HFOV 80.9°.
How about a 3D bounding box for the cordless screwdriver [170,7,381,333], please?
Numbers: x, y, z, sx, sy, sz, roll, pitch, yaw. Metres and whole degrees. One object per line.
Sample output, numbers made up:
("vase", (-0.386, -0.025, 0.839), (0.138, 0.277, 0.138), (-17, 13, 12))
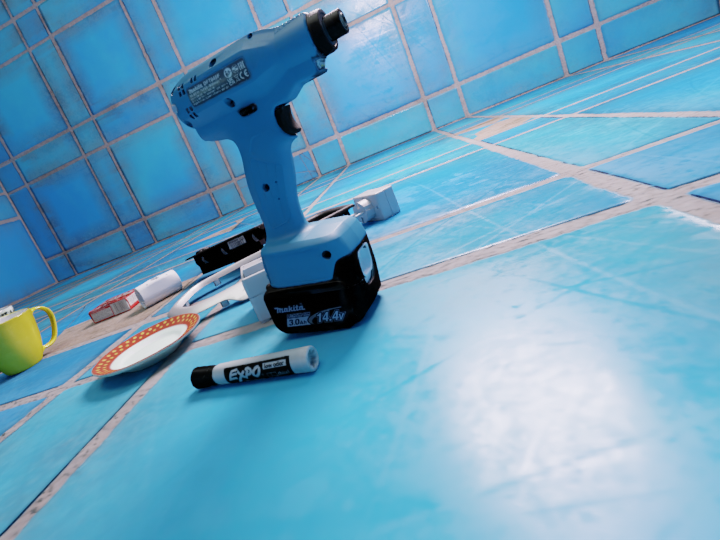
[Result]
("cordless screwdriver", (-0.047, -0.075, 0.361), (0.164, 0.244, 0.073), (-16, 14, 26))

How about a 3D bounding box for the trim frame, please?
("trim frame", (-0.177, 0.009, 0.647), (0.244, 0.027, 0.192), (-29, 18, -19))

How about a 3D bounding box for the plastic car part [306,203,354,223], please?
("plastic car part", (-0.054, -0.035, 0.549), (0.069, 0.069, 0.114), (-11, 20, 39))

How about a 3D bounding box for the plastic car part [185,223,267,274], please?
("plastic car part", (-0.247, -0.037, 0.811), (0.209, 0.066, 0.066), (-14, 17, 27))
